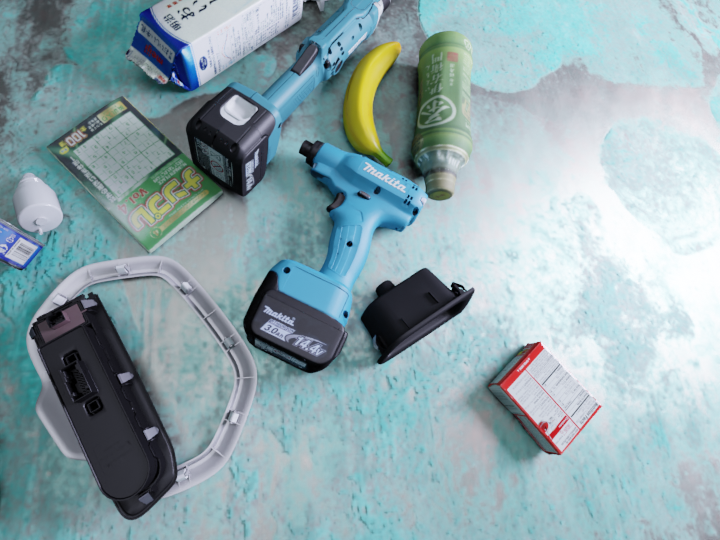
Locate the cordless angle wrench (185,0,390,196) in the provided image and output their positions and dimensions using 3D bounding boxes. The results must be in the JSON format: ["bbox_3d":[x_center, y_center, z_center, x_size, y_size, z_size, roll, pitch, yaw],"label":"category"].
[{"bbox_3d":[-0.050,-0.274,0.538,0.075,0.097,0.422,33,66,1],"label":"cordless angle wrench"}]

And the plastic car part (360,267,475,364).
[{"bbox_3d":[0.050,0.039,0.454,0.115,0.064,0.074,-28,63,-13],"label":"plastic car part"}]

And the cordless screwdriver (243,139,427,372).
[{"bbox_3d":[-0.045,-0.029,0.456,0.160,0.074,0.249,29,66,3],"label":"cordless screwdriver"}]

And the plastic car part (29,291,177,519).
[{"bbox_3d":[-0.225,0.112,0.368,0.065,0.067,0.207,-29,80,-24],"label":"plastic car part"}]

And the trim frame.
[{"bbox_3d":[-0.215,0.094,0.416,0.182,0.027,0.253,-38,81,-16],"label":"trim frame"}]
